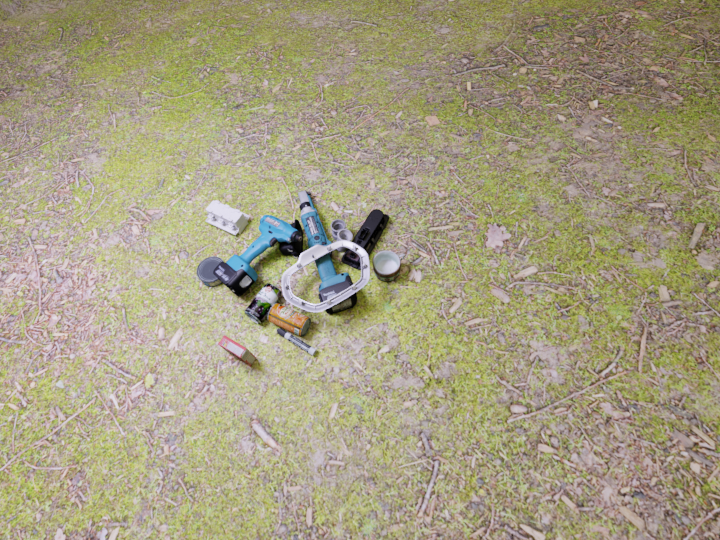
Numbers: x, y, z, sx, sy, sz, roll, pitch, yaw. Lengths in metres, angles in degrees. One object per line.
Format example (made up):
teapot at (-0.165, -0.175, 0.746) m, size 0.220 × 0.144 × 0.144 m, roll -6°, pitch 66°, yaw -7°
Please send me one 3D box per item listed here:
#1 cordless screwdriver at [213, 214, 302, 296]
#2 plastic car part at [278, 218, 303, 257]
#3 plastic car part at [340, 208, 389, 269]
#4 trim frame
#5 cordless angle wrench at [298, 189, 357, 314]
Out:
cordless screwdriver at (-0.282, -0.041, 1.185) m, size 0.168 × 0.070 × 0.248 m, roll 26°, pitch 70°, yaw 36°
plastic car part at (-0.212, -0.090, 1.255) m, size 0.072 × 0.062 × 0.120 m, roll -14°, pitch 54°, yaw 14°
plastic car part at (0.015, -0.104, 1.227) m, size 0.069 × 0.064 × 0.203 m, roll 20°, pitch 61°, yaw 25°
trim frame at (-0.091, 0.008, 1.109) m, size 0.246 × 0.026 × 0.194 m, roll -31°, pitch 55°, yaw -9°
cordless angle wrench at (-0.120, -0.078, 1.226) m, size 0.097 × 0.071 × 0.442 m, roll -19°, pitch 56°, yaw -4°
